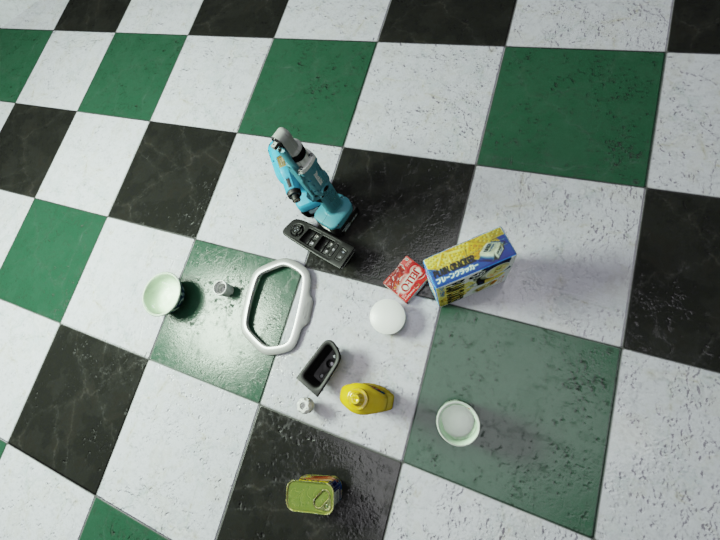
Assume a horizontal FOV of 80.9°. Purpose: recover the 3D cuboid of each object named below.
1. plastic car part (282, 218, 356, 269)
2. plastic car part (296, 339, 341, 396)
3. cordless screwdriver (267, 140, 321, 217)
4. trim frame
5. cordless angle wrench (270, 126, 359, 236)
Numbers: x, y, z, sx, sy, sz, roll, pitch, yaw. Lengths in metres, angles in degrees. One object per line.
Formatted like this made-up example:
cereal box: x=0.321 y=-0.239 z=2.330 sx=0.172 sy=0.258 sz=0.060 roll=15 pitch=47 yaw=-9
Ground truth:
plastic car part: x=-0.105 y=-0.068 z=1.071 sx=0.212 sy=0.064 sz=0.066 roll=30 pitch=84 yaw=23
plastic car part: x=-0.080 y=0.220 z=0.970 sx=0.069 sy=0.068 sz=0.116 roll=34 pitch=85 yaw=21
cordless screwdriver: x=-0.143 y=-0.196 z=1.028 sx=0.075 sy=0.239 sz=0.164 roll=-23 pitch=70 yaw=6
trim frame: x=-0.212 y=0.089 z=1.075 sx=0.190 sy=0.026 sz=0.251 roll=6 pitch=75 yaw=19
cordless angle wrench: x=-0.096 y=-0.188 z=0.919 sx=0.077 sy=0.406 sz=0.098 roll=34 pitch=85 yaw=19
